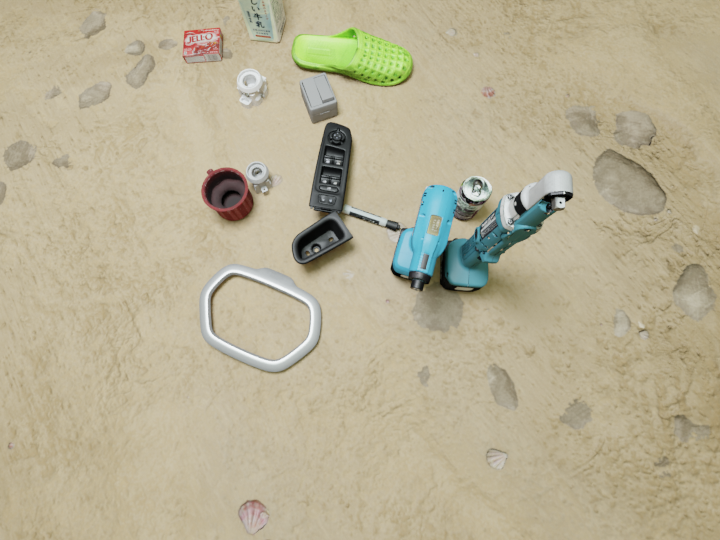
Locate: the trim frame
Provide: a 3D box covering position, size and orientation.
[{"bbox_3d":[-0.196,0.085,0.817,0.253,0.027,0.185,21,77,9],"label":"trim frame"}]

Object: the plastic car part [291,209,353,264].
[{"bbox_3d":[-0.081,-0.053,0.825,0.116,0.069,0.068,-32,78,-6],"label":"plastic car part"}]

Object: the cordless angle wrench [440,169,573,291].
[{"bbox_3d":[0.198,-0.048,0.626,0.075,0.416,0.099,5,78,0],"label":"cordless angle wrench"}]

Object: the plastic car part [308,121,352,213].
[{"bbox_3d":[-0.057,-0.207,0.867,0.067,0.066,0.205,7,76,3],"label":"plastic car part"}]

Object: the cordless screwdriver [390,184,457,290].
[{"bbox_3d":[0.098,-0.027,0.715,0.075,0.244,0.160,16,77,2],"label":"cordless screwdriver"}]
